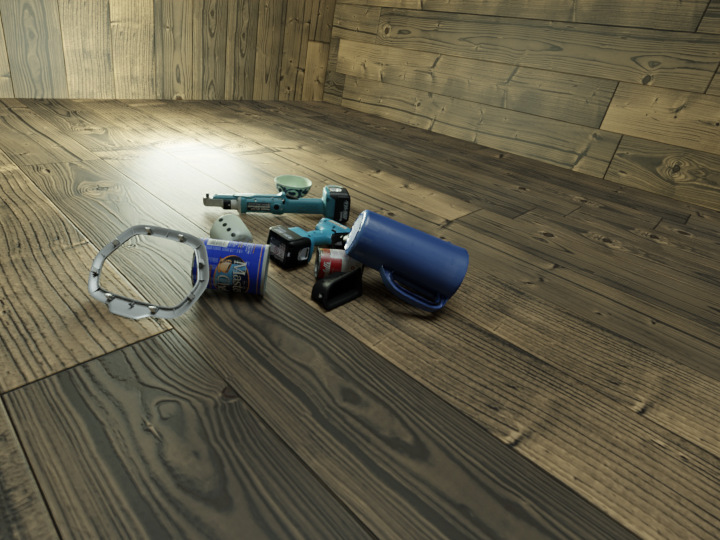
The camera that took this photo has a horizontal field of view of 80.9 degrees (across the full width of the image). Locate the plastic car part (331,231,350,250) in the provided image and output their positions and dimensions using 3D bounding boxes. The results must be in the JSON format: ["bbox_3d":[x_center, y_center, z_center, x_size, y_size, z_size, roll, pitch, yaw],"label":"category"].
[{"bbox_3d":[0.019,-0.063,1.033,0.194,0.066,0.070,-2,1,-36],"label":"plastic car part"}]

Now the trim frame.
[{"bbox_3d":[-0.395,0.000,0.785,0.255,0.026,0.186,13,68,13],"label":"trim frame"}]

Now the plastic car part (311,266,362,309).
[{"bbox_3d":[-0.058,0.034,0.889,0.112,0.064,0.075,-22,26,-40],"label":"plastic car part"}]

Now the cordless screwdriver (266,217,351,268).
[{"bbox_3d":[-0.102,-0.067,1.044,0.168,0.073,0.240,27,29,30],"label":"cordless screwdriver"}]

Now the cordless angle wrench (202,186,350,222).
[{"bbox_3d":[-0.244,-0.196,1.236,0.418,0.096,0.077,1,28,-7],"label":"cordless angle wrench"}]
